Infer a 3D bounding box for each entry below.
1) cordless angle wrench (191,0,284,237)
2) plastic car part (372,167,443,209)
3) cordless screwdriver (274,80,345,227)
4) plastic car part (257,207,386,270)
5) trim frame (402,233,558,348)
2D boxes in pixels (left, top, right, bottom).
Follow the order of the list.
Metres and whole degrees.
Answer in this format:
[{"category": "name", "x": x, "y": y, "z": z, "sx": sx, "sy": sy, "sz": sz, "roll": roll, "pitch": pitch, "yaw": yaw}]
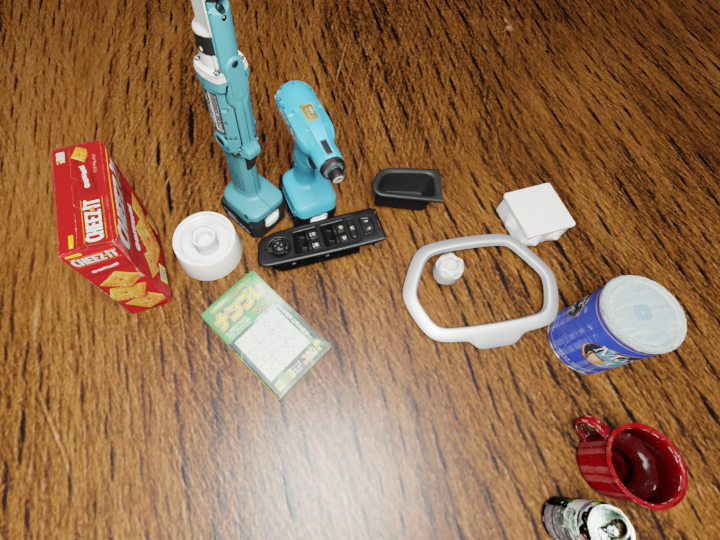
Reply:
[{"category": "cordless angle wrench", "x": -0.163, "y": -0.184, "z": 0.558, "sx": 0.101, "sy": 0.415, "sz": 0.074, "roll": 42, "pitch": 68, "yaw": 12}, {"category": "plastic car part", "x": 0.074, "y": -0.133, "z": 0.729, "sx": 0.116, "sy": 0.069, "sz": 0.067, "roll": 2, "pitch": 65, "yaw": -2}, {"category": "cordless screwdriver", "x": -0.071, "y": -0.137, "z": 0.631, "sx": 0.073, "sy": 0.244, "sz": 0.165, "roll": -21, "pitch": 69, "yaw": -15}, {"category": "plastic car part", "x": -0.067, "y": -0.044, "z": 0.684, "sx": 0.201, "sy": 0.065, "sz": 0.068, "roll": -13, "pitch": 66, "yaw": -8}, {"category": "trim frame", "x": 0.190, "y": 0.029, "z": 0.674, "sx": 0.246, "sy": 0.027, "sz": 0.190, "roll": -9, "pitch": 64, "yaw": -6}]
